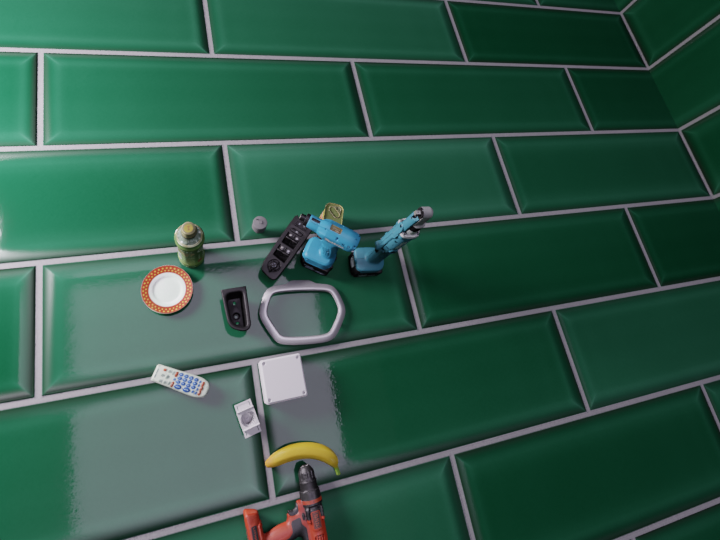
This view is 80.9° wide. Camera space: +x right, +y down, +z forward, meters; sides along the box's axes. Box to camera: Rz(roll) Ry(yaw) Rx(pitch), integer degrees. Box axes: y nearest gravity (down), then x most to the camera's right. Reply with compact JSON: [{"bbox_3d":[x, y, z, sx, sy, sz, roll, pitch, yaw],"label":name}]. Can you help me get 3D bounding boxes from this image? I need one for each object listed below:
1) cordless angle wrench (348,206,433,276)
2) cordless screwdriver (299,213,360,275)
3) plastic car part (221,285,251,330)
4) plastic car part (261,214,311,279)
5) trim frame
[{"bbox_3d":[0.077,-0.072,1.099,0.095,0.426,0.076,-2,75,-20],"label":"cordless angle wrench"},{"bbox_3d":[-0.112,-0.073,1.144,0.157,0.250,0.075,27,67,-9],"label":"cordless screwdriver"},{"bbox_3d":[-0.328,0.109,1.118,0.064,0.071,0.119,-8,74,-20],"label":"plastic car part"},{"bbox_3d":[-0.215,-0.060,1.212,0.066,0.067,0.203,33,66,-5],"label":"plastic car part"},{"bbox_3d":[-0.160,0.114,1.185,0.242,0.027,0.188,-3,72,-16],"label":"trim frame"}]
